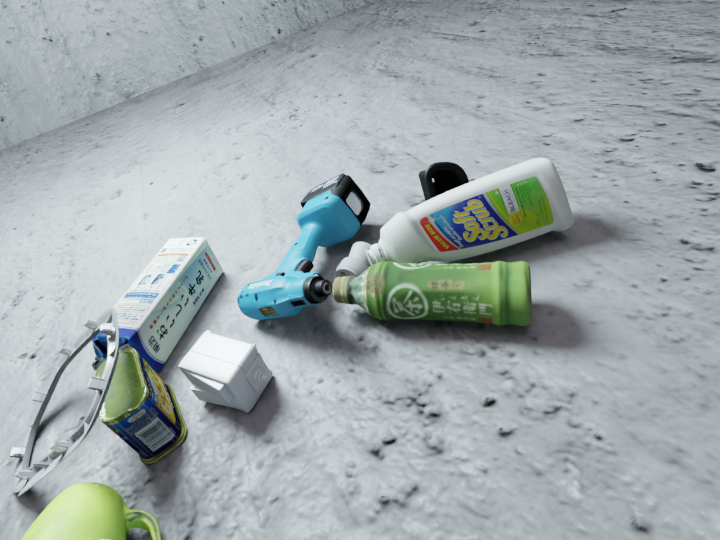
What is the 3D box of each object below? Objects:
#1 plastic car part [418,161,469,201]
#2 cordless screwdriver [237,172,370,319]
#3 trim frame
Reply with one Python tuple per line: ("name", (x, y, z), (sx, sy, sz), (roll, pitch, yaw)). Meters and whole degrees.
("plastic car part", (0.118, -0.102, 0.605), (0.065, 0.114, 0.073), (-24, 14, -8))
("cordless screwdriver", (-0.058, -0.038, 0.590), (0.165, 0.071, 0.249), (-14, 36, 43))
("trim frame", (-0.336, 0.145, 0.477), (0.253, 0.026, 0.191), (-34, 46, 26))
